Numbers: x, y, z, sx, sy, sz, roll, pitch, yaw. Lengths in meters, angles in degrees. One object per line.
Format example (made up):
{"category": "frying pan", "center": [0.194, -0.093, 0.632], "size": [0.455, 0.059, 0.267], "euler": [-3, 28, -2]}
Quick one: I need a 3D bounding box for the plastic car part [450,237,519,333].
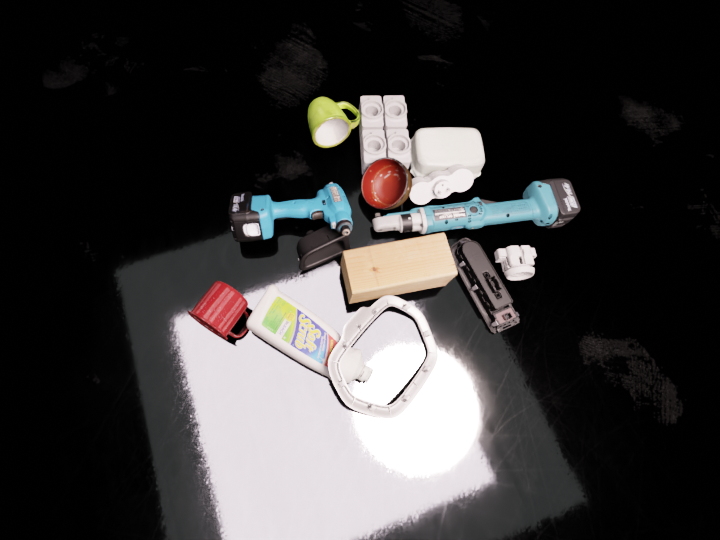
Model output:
{"category": "plastic car part", "center": [0.250, 0.020, 0.860], "size": [0.066, 0.065, 0.210], "euler": [-24, 68, -4]}

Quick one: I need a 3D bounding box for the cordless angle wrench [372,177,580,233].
{"category": "cordless angle wrench", "center": [0.237, -0.121, 0.911], "size": [0.423, 0.072, 0.100], "euler": [-7, 70, -1]}

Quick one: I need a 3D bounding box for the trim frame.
{"category": "trim frame", "center": [0.048, 0.154, 0.789], "size": [0.186, 0.027, 0.245], "euler": [44, 59, 6]}

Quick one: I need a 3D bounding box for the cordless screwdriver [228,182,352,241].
{"category": "cordless screwdriver", "center": [-0.143, -0.110, 0.873], "size": [0.247, 0.072, 0.166], "euler": [-9, 41, -6]}

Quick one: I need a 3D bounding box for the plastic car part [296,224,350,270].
{"category": "plastic car part", "center": [-0.087, -0.057, 0.893], "size": [0.116, 0.063, 0.074], "euler": [-22, 57, -6]}
